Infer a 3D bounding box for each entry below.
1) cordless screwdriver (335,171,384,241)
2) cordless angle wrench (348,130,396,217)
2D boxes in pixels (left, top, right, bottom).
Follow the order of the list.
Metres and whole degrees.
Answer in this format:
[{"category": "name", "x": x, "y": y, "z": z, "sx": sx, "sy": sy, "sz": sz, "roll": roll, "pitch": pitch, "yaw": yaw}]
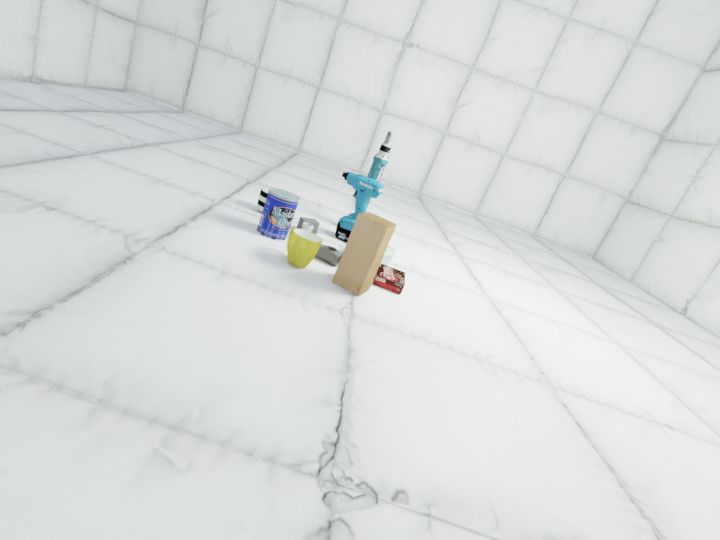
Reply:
[{"category": "cordless screwdriver", "x": -0.029, "y": -0.233, "z": 1.559, "sx": 0.165, "sy": 0.247, "sz": 0.072, "roll": 27, "pitch": 19, "yaw": 17}, {"category": "cordless angle wrench", "x": 0.046, "y": -0.343, "z": 1.667, "sx": 0.078, "sy": 0.420, "sz": 0.093, "roll": 35, "pitch": 22, "yaw": 35}]
